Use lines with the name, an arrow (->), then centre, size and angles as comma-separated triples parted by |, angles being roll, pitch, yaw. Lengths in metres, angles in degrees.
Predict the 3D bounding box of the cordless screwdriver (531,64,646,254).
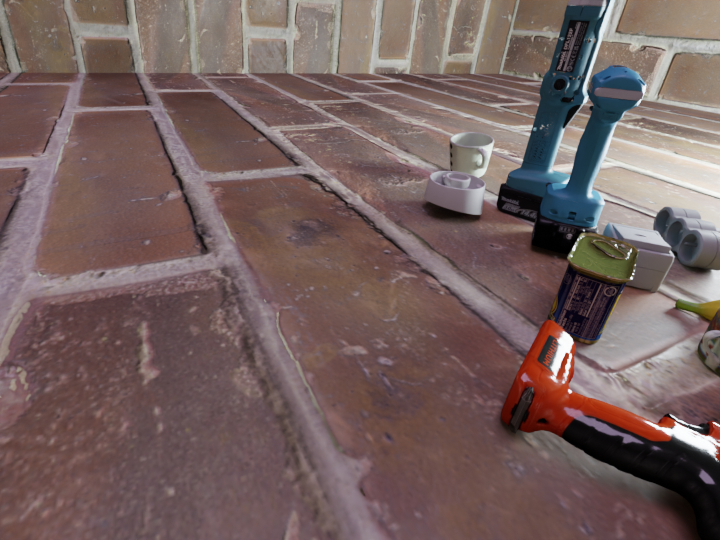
cordless screwdriver -> 0.315, -0.154, 0.593 | 0.077, 0.243, 0.157 | 16, 31, 17

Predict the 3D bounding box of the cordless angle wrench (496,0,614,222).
cordless angle wrench -> 0.310, -0.281, 0.639 | 0.103, 0.413, 0.072 | 27, 35, 32
